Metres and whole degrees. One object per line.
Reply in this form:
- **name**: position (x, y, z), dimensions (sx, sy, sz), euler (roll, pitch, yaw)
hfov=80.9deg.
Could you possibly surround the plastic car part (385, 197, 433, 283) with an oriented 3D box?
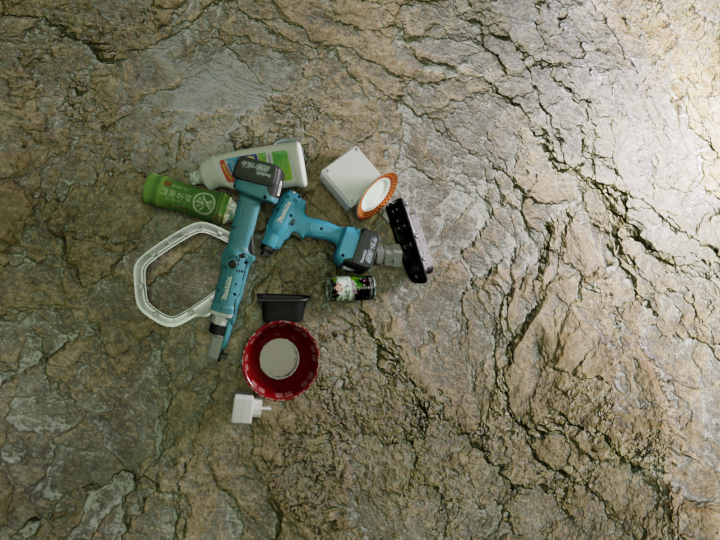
- **plastic car part**: position (0.121, -0.068, 0.992), dimensions (0.064, 0.068, 0.205), euler (-7, 79, -39)

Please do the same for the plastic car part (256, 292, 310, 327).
- **plastic car part**: position (-0.168, 0.087, 0.914), dimensions (0.114, 0.068, 0.070), euler (6, 95, -13)

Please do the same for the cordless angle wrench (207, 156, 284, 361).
- **cordless angle wrench**: position (-0.255, -0.017, 0.871), dimensions (0.098, 0.074, 0.422), euler (15, 94, 0)

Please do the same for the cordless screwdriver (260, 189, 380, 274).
- **cordless screwdriver**: position (-0.092, -0.060, 0.945), dimensions (0.248, 0.074, 0.160), euler (25, 77, -1)

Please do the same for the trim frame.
- **trim frame**: position (-0.356, 0.008, 0.895), dimensions (0.246, 0.028, 0.180), euler (-36, 102, -16)
